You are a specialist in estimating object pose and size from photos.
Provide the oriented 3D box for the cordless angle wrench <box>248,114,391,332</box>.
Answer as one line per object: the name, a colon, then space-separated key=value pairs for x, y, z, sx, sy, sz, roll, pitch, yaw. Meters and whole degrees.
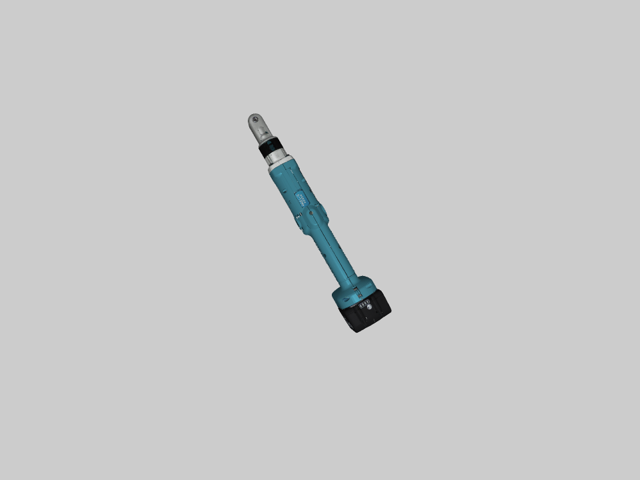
cordless angle wrench: x=-0.017 y=-0.039 z=0.755 sx=0.074 sy=0.423 sz=0.098 roll=-30 pitch=-1 yaw=-7
